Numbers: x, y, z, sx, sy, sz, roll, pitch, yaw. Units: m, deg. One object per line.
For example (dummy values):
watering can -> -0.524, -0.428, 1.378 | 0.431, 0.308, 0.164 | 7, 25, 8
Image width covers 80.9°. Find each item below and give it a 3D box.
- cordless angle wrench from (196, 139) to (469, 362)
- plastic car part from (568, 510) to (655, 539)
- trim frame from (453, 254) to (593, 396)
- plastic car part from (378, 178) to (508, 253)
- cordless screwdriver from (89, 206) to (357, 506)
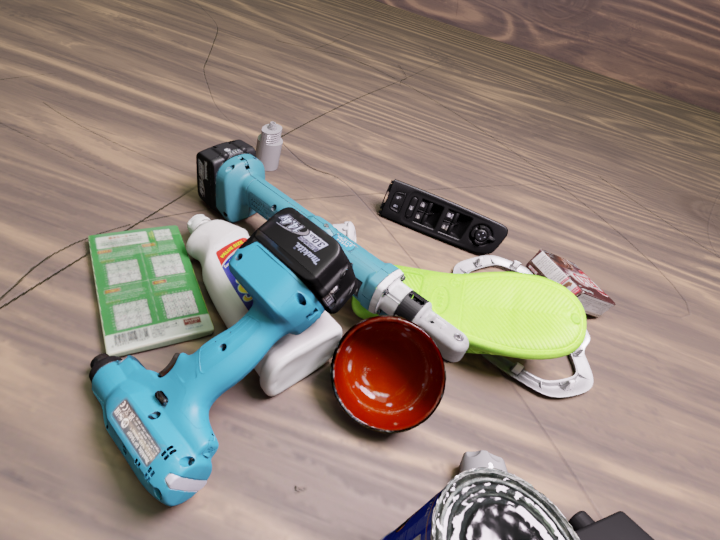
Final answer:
cordless angle wrench -> -0.052, -0.034, 0.533 | 0.442, 0.096, 0.072 | 36, 46, 25
plastic car part -> 0.213, 0.251, 0.368 | 0.112, 0.065, 0.075 | -6, 33, -30
trim frame -> 0.227, 0.062, 0.597 | 0.181, 0.027, 0.256 | 11, 40, -9
plastic car part -> 0.137, -0.087, 0.707 | 0.207, 0.066, 0.066 | 24, 15, 11
cordless screwdriver -> -0.129, 0.051, 0.387 | 0.168, 0.071, 0.248 | 32, 74, 30
